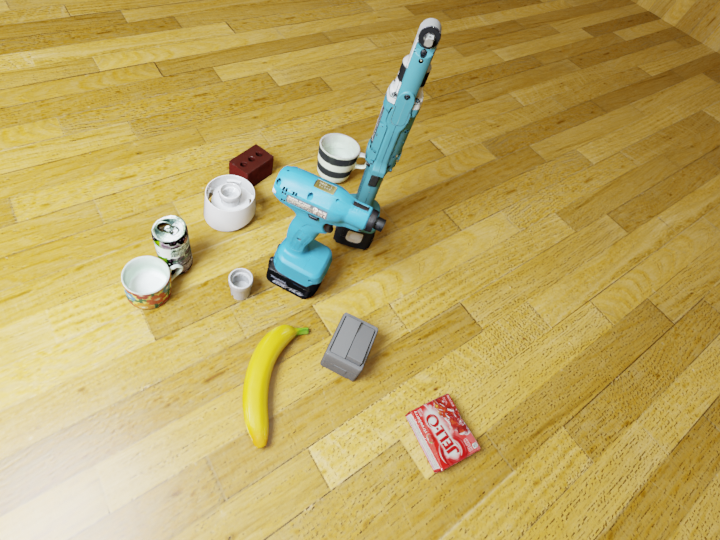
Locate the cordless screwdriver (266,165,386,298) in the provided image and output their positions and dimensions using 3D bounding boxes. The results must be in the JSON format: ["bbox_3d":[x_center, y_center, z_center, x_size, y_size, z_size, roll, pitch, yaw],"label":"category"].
[{"bbox_3d":[-0.064,-0.042,0.658,0.161,0.245,0.075,26,55,3],"label":"cordless screwdriver"}]

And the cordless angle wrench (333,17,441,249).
[{"bbox_3d":[0.036,-0.188,0.672,0.074,0.418,0.100,16,55,-6],"label":"cordless angle wrench"}]
